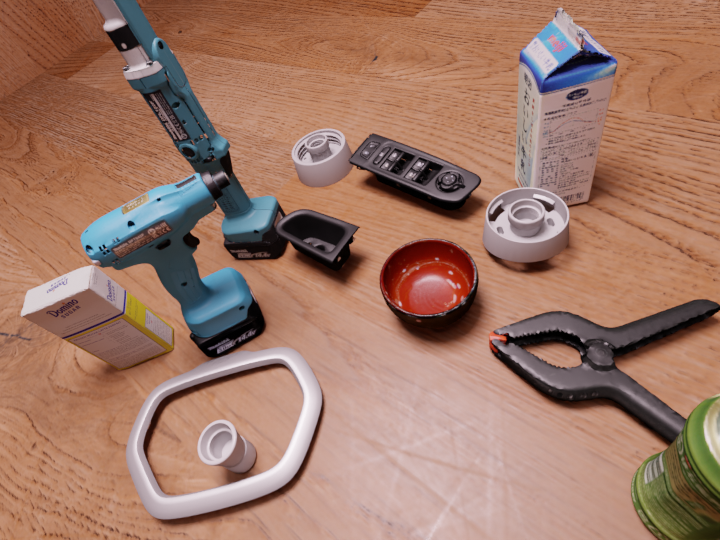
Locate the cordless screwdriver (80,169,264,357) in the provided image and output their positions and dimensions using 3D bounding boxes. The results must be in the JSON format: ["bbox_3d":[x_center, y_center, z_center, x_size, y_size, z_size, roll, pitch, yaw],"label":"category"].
[{"bbox_3d":[-0.187,-0.003,0.516,0.158,0.237,0.078,-30,50,-6],"label":"cordless screwdriver"}]

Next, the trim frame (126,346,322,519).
[{"bbox_3d":[-0.164,0.179,0.502,0.250,0.026,0.192,-20,49,5],"label":"trim frame"}]

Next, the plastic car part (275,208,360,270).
[{"bbox_3d":[-0.059,-0.039,0.608,0.123,0.067,0.066,23,63,33],"label":"plastic car part"}]

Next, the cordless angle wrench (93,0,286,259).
[{"bbox_3d":[-0.209,-0.168,0.544,0.101,0.403,0.076,0,52,18],"label":"cordless angle wrench"}]

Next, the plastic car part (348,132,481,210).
[{"bbox_3d":[0.079,-0.141,0.639,0.214,0.064,0.066,30,67,36],"label":"plastic car part"}]
